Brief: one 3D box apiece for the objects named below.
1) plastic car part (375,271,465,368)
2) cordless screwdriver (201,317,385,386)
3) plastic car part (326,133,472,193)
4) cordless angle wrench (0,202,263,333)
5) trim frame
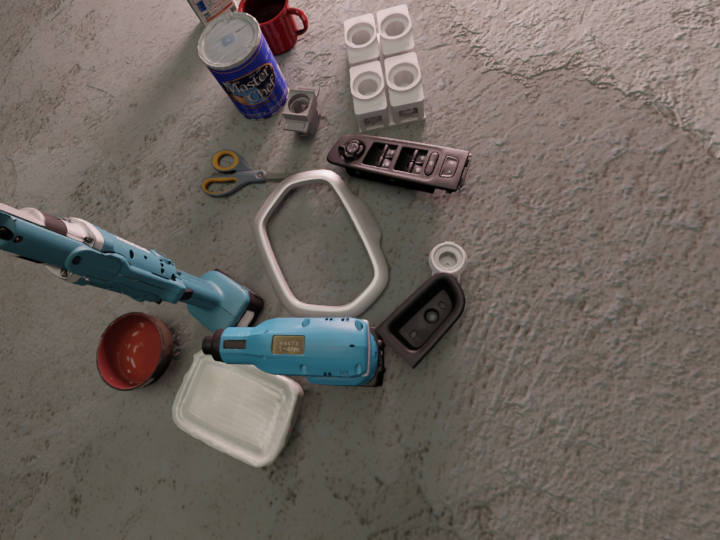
[{"bbox_3d":[0.086,0.061,0.545,0.116,0.068,0.068,-45,71,-2],"label":"plastic car part"},{"bbox_3d":[-0.055,0.093,0.480,0.162,0.240,0.075,-1,76,11],"label":"cordless screwdriver"},{"bbox_3d":[0.052,-0.155,0.621,0.210,0.064,0.066,18,79,18],"label":"plastic car part"},{"bbox_3d":[-0.230,0.007,0.461,0.101,0.408,0.074,31,83,16],"label":"cordless angle wrench"},{"bbox_3d":[-0.062,-0.041,0.636,0.185,0.026,0.257,-28,69,5],"label":"trim frame"}]
